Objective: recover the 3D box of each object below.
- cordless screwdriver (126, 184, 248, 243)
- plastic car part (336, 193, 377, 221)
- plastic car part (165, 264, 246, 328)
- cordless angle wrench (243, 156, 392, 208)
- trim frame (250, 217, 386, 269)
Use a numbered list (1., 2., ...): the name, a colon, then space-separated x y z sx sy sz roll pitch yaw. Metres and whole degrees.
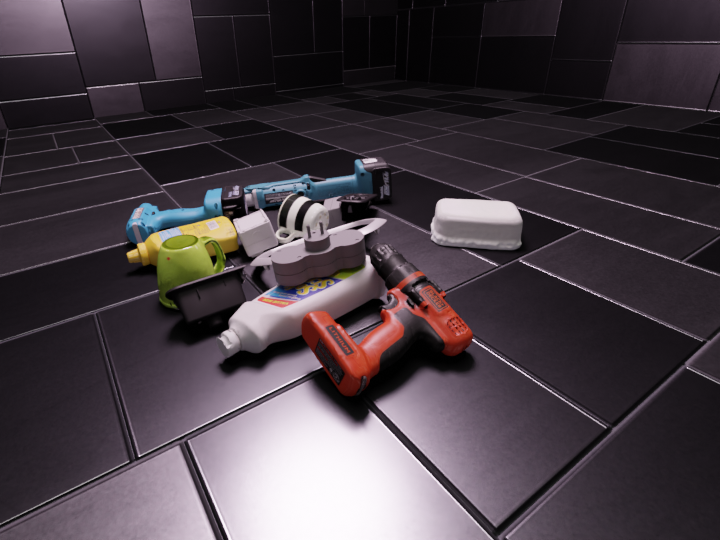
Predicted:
1. cordless screwdriver: -0.373 -0.130 0.925 0.246 0.072 0.166 -13 31 -10
2. plastic car part: -0.010 -0.132 0.881 0.067 0.066 0.201 11 10 6
3. plastic car part: -0.214 0.047 0.612 0.113 0.066 0.073 -23 75 -33
4. cordless angle wrench: -0.142 -0.191 1.004 0.422 0.095 0.077 -8 29 -2
5. trim frame: -0.072 -0.047 0.734 0.247 0.027 0.188 -21 14 -5
